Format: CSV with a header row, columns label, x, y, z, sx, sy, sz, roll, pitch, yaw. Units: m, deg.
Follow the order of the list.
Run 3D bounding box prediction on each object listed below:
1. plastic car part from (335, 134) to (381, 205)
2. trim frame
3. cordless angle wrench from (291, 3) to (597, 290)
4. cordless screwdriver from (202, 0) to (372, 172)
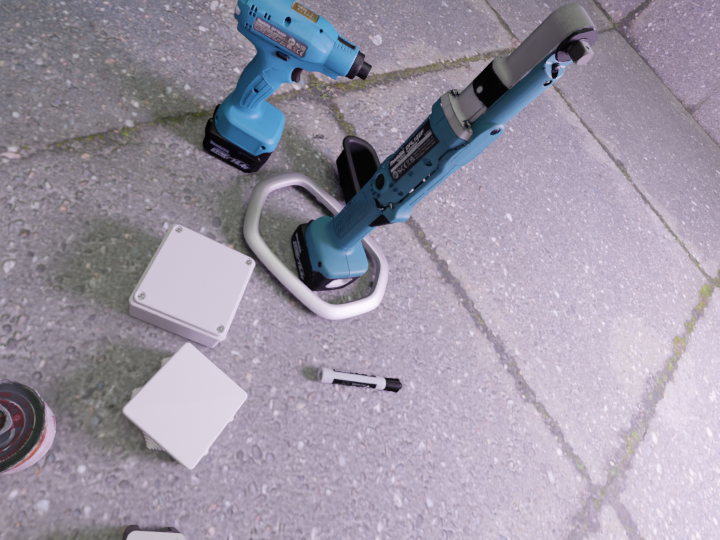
label,x,y,z,sx,sy,sz,roll,pitch,yaw
plastic car part,-0.006,-0.146,0.671,0.063,0.072,0.120,-5,69,-32
trim frame,-0.060,-0.039,0.614,0.248,0.028,0.182,43,53,-1
cordless angle wrench,0.041,-0.090,0.445,0.071,0.429,0.100,-3,70,-32
cordless screwdriver,-0.107,-0.221,0.547,0.155,0.252,0.075,26,57,-17
